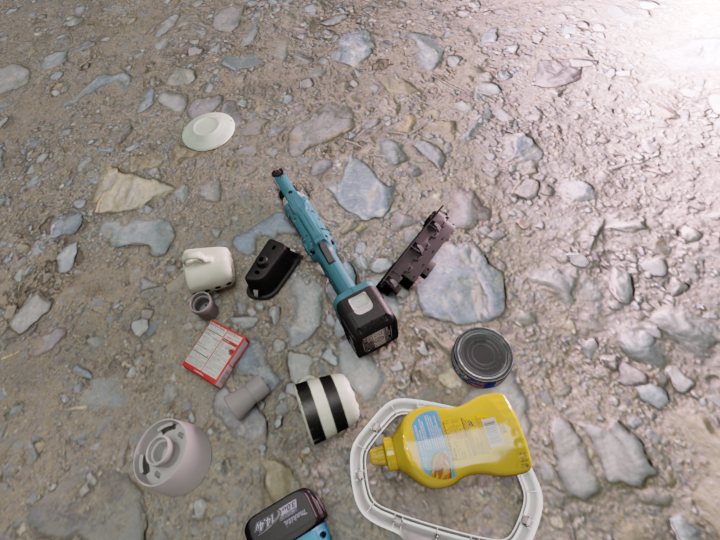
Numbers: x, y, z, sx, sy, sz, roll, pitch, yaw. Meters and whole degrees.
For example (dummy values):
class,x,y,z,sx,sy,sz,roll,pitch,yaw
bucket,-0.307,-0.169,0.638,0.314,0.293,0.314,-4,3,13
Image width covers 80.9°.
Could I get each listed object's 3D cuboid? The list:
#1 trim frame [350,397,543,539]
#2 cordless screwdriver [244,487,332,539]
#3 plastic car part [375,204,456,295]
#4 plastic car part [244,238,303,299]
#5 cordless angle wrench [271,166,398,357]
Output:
class,x,y,z,sx,sy,sz,roll,pitch,yaw
trim frame,0.109,0.274,0.564,0.254,0.026,0.187,9,62,13
cordless screwdriver,-0.058,0.405,0.490,0.158,0.072,0.260,-33,64,-11
plastic car part,0.103,-0.032,0.727,0.069,0.065,0.202,31,68,12
plastic car part,-0.163,-0.008,0.754,0.069,0.068,0.116,21,62,20
cordless angle wrench,-0.074,-0.049,0.759,0.074,0.094,0.444,-27,55,-9
